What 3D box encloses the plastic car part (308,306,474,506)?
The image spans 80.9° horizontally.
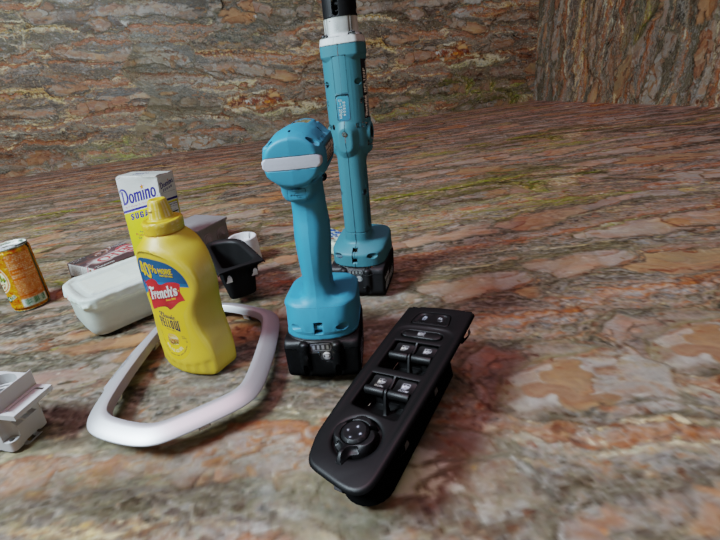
[{"bbox_3d":[0.031,0.103,0.344,0.069,0.065,0.199,8,29,31],"label":"plastic car part"}]

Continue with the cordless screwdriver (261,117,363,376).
[{"bbox_3d":[-0.043,-0.028,0.435,0.075,0.242,0.161,-4,23,5],"label":"cordless screwdriver"}]

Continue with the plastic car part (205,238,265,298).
[{"bbox_3d":[-0.185,0.002,0.619,0.064,0.069,0.123,-18,26,-25],"label":"plastic car part"}]

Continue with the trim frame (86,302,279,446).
[{"bbox_3d":[-0.183,0.097,0.464,0.185,0.027,0.254,-7,25,1],"label":"trim frame"}]

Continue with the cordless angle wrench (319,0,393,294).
[{"bbox_3d":[-0.011,-0.172,0.534,0.076,0.412,0.098,1,23,16],"label":"cordless angle wrench"}]
